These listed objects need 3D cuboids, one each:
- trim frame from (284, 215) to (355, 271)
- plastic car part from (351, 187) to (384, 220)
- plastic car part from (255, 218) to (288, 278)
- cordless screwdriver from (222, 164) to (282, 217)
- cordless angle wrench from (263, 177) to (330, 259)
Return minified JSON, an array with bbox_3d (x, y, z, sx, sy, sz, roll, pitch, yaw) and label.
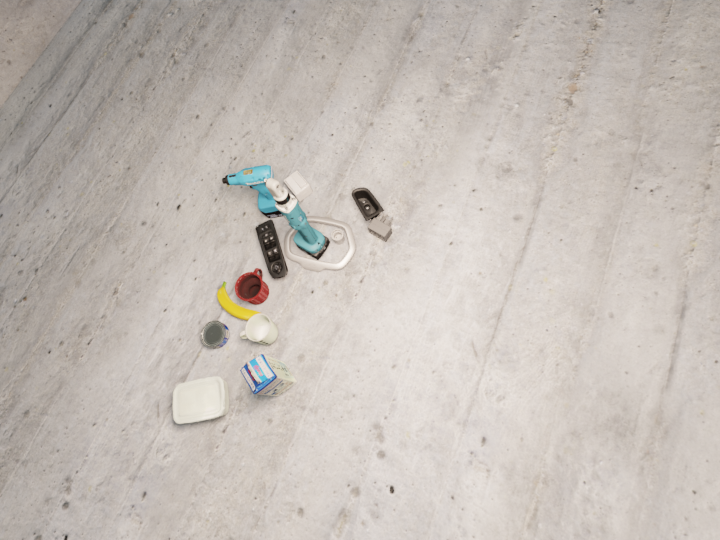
[{"bbox_3d":[-0.134,-0.088,1.375,0.257,0.026,0.186,12,73,18],"label":"trim frame"},{"bbox_3d":[0.022,-0.208,1.361,0.066,0.068,0.121,-30,66,-1],"label":"plastic car part"},{"bbox_3d":[-0.284,-0.061,1.381,0.067,0.064,0.210,-22,66,3],"label":"plastic car part"},{"bbox_3d":[-0.330,-0.253,1.371,0.162,0.239,0.076,-6,70,9],"label":"cordless screwdriver"},{"bbox_3d":[-0.181,-0.145,1.200,0.102,0.407,0.074,30,78,18],"label":"cordless angle wrench"}]
